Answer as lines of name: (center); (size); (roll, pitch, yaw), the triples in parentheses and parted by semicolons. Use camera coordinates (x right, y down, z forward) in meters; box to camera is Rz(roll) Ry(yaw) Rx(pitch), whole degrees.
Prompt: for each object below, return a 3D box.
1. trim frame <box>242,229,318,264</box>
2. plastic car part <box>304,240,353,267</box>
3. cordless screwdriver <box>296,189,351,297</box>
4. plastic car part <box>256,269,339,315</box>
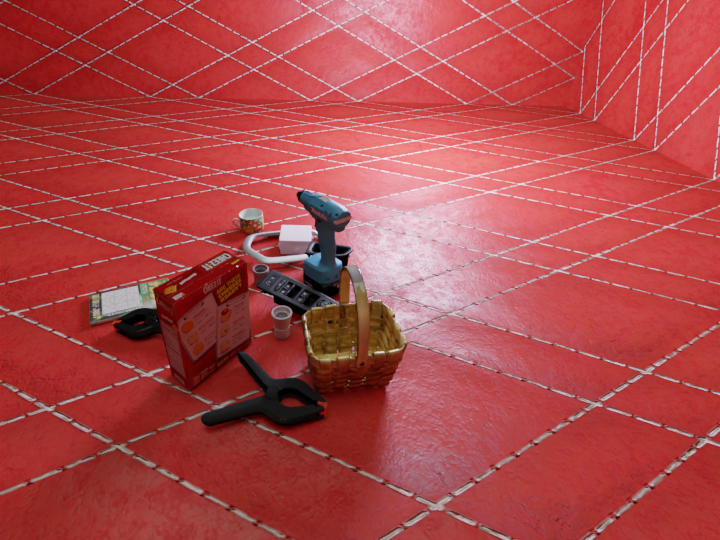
trim frame: (-0.210, -0.073, 1.201); (0.243, 0.027, 0.194); (-10, 36, -16)
plastic car part: (-0.082, -0.030, 1.108); (0.119, 0.069, 0.066); (10, 34, 10)
cordless screwdriver: (-0.098, -0.064, 1.005); (0.072, 0.242, 0.168); (-23, 43, -36)
plastic car part: (-0.139, 0.071, 0.962); (0.212, 0.065, 0.065); (20, 37, 24)
